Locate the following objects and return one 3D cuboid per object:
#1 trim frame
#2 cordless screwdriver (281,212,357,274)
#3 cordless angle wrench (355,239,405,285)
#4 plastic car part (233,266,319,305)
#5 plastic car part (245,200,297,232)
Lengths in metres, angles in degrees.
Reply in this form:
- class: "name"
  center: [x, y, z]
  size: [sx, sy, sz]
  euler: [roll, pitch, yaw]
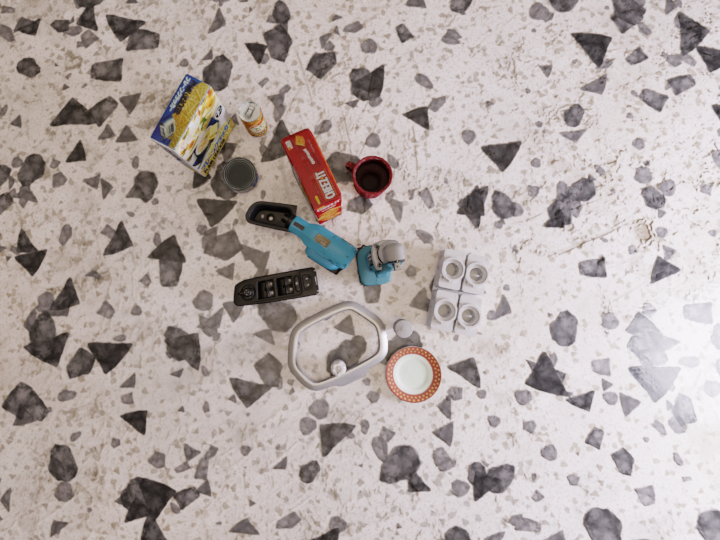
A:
- class: "trim frame"
  center: [-0.057, 0.181, 1.002]
  size: [0.248, 0.027, 0.186]
  euler: [-27, 84, -1]
- class: "cordless screwdriver"
  center: [-0.090, -0.059, 0.917]
  size: [0.160, 0.248, 0.074]
  euler: [33, 86, 0]
- class: "cordless angle wrench"
  center: [0.039, -0.021, 0.822]
  size: [0.074, 0.421, 0.098]
  euler: [-8, 88, -3]
- class: "plastic car part"
  center: [-0.201, 0.041, 1.002]
  size: [0.203, 0.066, 0.067]
  euler: [-10, 86, 1]
- class: "plastic car part"
  center: [-0.212, -0.129, 1.017]
  size: [0.117, 0.070, 0.066]
  euler: [10, 86, 2]
